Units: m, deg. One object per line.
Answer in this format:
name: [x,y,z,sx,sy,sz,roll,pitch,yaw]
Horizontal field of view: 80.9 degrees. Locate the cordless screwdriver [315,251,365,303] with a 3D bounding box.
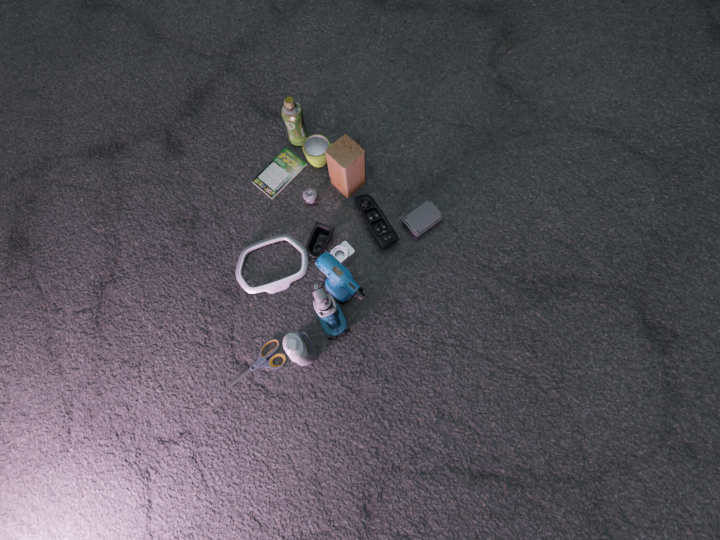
cordless screwdriver: [-0.049,0.043,1.220,0.074,0.243,0.164,-44,77,-10]

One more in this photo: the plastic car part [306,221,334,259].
plastic car part: [-0.133,-0.087,1.363,0.067,0.069,0.117,21,75,9]

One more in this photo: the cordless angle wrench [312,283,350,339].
cordless angle wrench: [-0.084,0.109,1.112,0.074,0.413,0.101,-25,75,-6]

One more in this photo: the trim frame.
trim frame: [-0.290,-0.019,1.381,0.248,0.027,0.189,-19,71,0]

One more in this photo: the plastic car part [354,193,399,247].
plastic car part: [0.048,-0.160,1.370,0.066,0.065,0.209,-27,71,-5]
